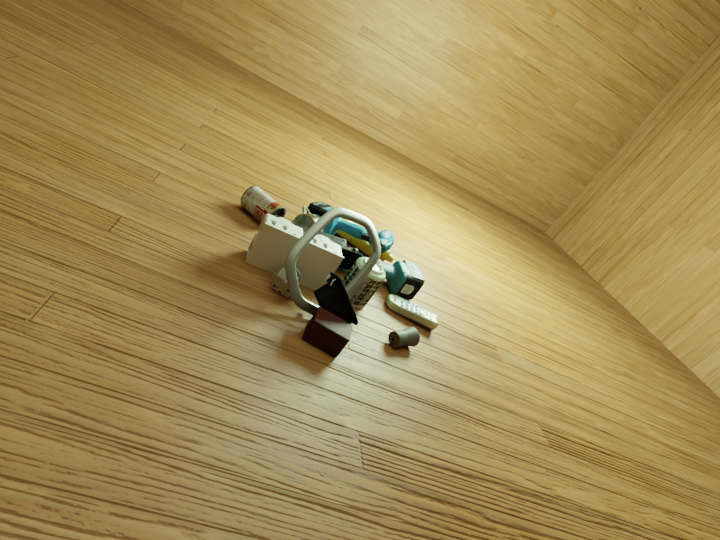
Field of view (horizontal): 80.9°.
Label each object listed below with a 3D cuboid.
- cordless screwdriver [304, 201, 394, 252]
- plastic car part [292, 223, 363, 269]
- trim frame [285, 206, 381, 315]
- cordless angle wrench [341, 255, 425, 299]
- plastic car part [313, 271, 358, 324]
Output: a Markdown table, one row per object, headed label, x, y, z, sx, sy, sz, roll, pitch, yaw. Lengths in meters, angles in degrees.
| label | x | y | z | sx | sy | sz | roll | pitch | yaw |
| --- | --- | --- | --- | --- | --- | --- | --- | --- | --- |
| cordless screwdriver | -0.034 | -0.109 | 1.144 | 0.254 | 0.074 | 0.157 | 21 | 17 | 10 |
| plastic car part | -0.097 | -0.064 | 0.996 | 0.197 | 0.067 | 0.069 | 14 | 58 | -18 |
| trim frame | -0.054 | -0.019 | 0.885 | 0.178 | 0.247 | 0.029 | 49 | -23 | -19 |
| cordless angle wrench | -0.031 | -0.026 | 1.088 | 0.407 | 0.074 | 0.102 | 18 | 30 | -22 |
| plastic car part | -0.055 | 0.073 | 0.842 | 0.070 | 0.114 | 0.068 | -22 | 15 | -13 |
